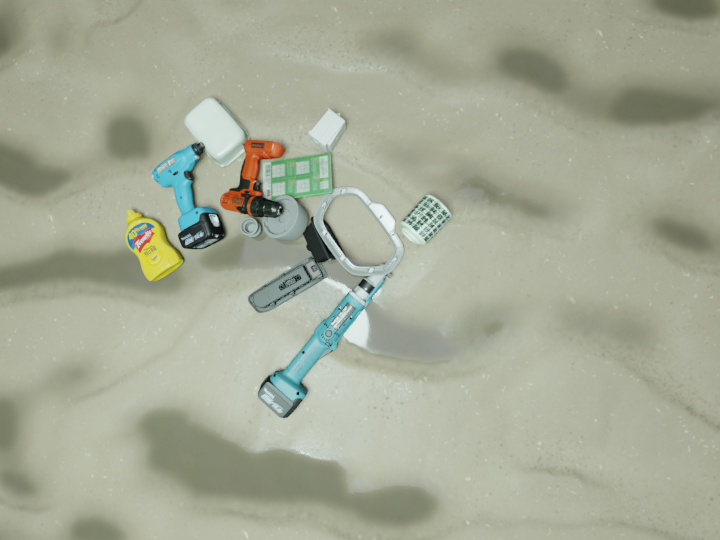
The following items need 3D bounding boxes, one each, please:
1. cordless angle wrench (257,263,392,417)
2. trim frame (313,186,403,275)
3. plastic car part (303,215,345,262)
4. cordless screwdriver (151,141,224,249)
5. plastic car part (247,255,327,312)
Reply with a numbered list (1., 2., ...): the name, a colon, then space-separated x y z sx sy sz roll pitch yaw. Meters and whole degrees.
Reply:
1. cordless angle wrench: -0.074 0.150 0.999 0.099 0.073 0.422 39 86 6
2. trim frame: -0.002 -0.097 1.012 0.180 0.027 0.255 -30 75 -23
3. plastic car part: -0.100 -0.066 1.027 0.072 0.063 0.120 -41 69 33
4. cordless screwdriver: -0.412 -0.185 1.049 0.162 0.072 0.253 -29 79 18
5. plastic car part: -0.182 0.040 1.026 0.204 0.067 0.066 -30 92 4
